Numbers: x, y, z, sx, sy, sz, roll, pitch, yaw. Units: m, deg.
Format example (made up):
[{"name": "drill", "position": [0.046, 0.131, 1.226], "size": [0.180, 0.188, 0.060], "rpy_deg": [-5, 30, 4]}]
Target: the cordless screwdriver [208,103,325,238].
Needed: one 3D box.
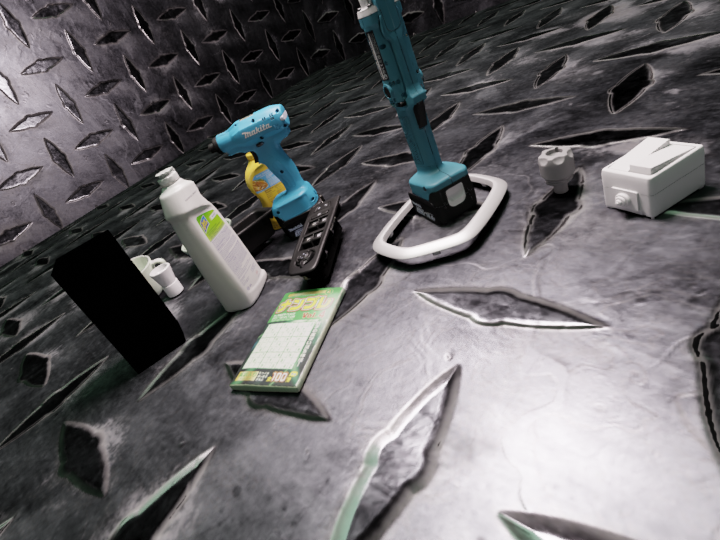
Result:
[{"name": "cordless screwdriver", "position": [-0.172, -0.177, 0.818], "size": [0.162, 0.239, 0.076], "rpy_deg": [-19, 28, 13]}]

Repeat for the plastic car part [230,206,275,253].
[{"name": "plastic car part", "position": [-0.221, -0.073, 0.867], "size": [0.069, 0.068, 0.115], "rpy_deg": [2, 40, 41]}]

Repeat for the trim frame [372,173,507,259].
[{"name": "trim frame", "position": [0.122, -0.090, 0.665], "size": [0.193, 0.026, 0.247], "rpy_deg": [2, 41, 40]}]

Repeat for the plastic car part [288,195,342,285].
[{"name": "plastic car part", "position": [-0.069, -0.045, 0.710], "size": [0.068, 0.064, 0.206], "rpy_deg": [-14, 32, 21]}]

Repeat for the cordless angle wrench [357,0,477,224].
[{"name": "cordless angle wrench", "position": [0.062, -0.262, 0.599], "size": [0.074, 0.406, 0.102], "rpy_deg": [-29, 27, -7]}]
